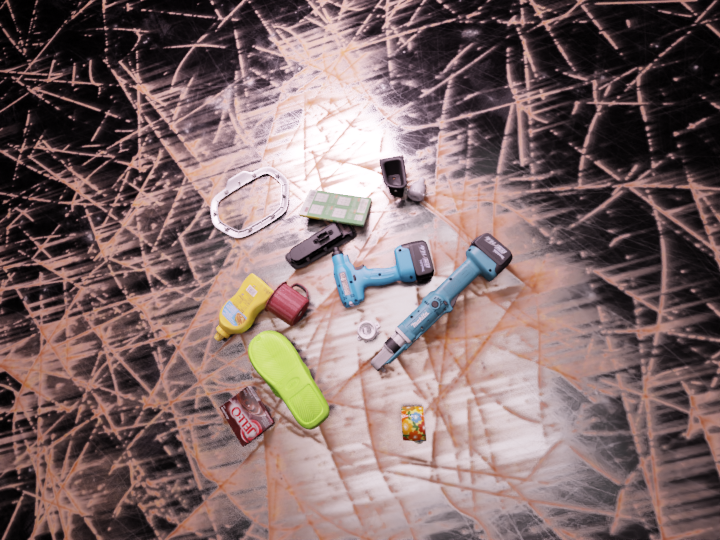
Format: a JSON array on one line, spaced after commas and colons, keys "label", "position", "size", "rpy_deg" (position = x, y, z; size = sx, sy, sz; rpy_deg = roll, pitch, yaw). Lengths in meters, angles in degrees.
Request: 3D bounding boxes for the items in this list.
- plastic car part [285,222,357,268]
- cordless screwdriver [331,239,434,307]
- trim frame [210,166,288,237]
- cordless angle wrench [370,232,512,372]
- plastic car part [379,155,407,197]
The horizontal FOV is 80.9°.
[{"label": "plastic car part", "position": [-0.110, -0.072, 1.128], "size": [0.203, 0.066, 0.068], "rpy_deg": [-32, 81, 3]}, {"label": "cordless screwdriver", "position": [0.051, -0.016, 1.076], "size": [0.251, 0.072, 0.163], "rpy_deg": [-19, 72, 8]}, {"label": "trim frame", "position": [-0.320, -0.201, 1.219], "size": [0.249, 0.026, 0.190], "rpy_deg": [-31, 70, 2]}, {"label": "cordless angle wrench", "position": [0.182, 0.086, 1.025], "size": [0.422, 0.072, 0.101], "rpy_deg": [-44, 73, -1]}, {"label": "plastic car part", "position": [0.092, -0.242, 1.132], "size": [0.067, 0.068, 0.120], "rpy_deg": [-9, 58, 6]}]
